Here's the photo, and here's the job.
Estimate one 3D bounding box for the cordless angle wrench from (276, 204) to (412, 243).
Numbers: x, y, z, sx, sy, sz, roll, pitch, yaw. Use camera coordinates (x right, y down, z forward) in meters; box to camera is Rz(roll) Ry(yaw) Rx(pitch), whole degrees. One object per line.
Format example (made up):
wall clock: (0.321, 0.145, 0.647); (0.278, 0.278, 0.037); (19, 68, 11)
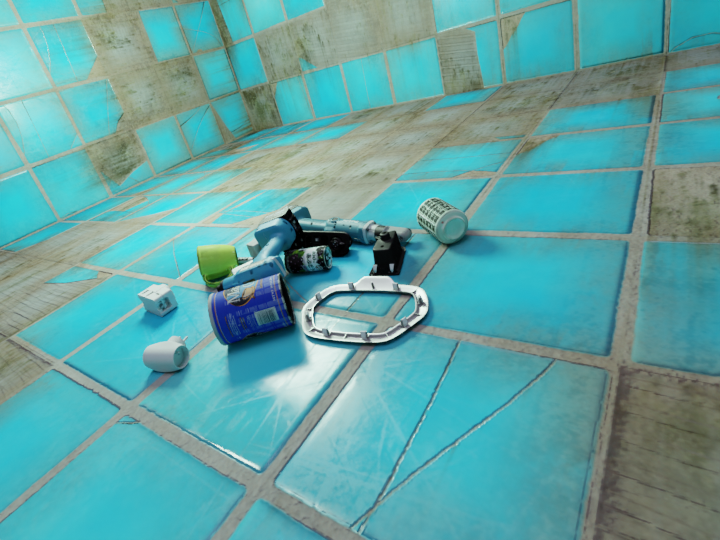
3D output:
cordless angle wrench: (-0.060, -0.111, 1.098); (0.446, 0.072, 0.096); (11, 38, 39)

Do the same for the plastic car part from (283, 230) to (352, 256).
plastic car part: (-0.104, -0.068, 1.059); (0.213, 0.066, 0.064); (3, 7, 36)

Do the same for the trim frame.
trim frame: (0.001, 0.067, 0.783); (0.259, 0.026, 0.183); (-2, 31, 30)

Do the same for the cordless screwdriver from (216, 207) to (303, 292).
cordless screwdriver: (-0.225, -0.040, 0.963); (0.163, 0.071, 0.253); (-20, 30, 19)

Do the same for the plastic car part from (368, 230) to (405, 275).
plastic car part: (0.057, -0.046, 0.909); (0.068, 0.068, 0.117); (-4, 33, 21)
